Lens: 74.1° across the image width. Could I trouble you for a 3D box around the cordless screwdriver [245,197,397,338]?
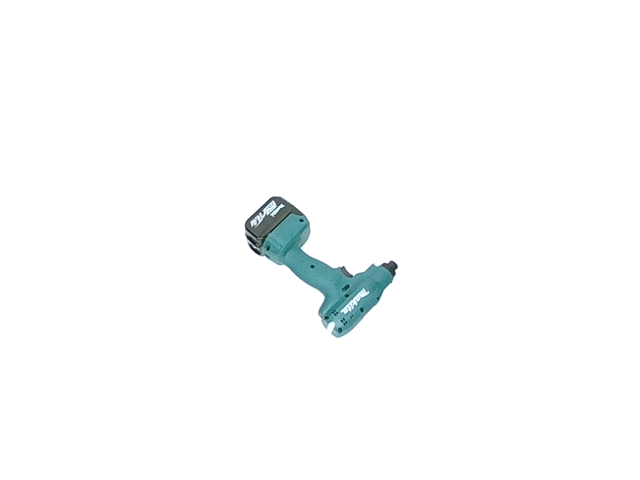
[{"bbox_3d":[0.000,0.026,0.718,0.158,0.249,0.074,-42,-16,-20],"label":"cordless screwdriver"}]
